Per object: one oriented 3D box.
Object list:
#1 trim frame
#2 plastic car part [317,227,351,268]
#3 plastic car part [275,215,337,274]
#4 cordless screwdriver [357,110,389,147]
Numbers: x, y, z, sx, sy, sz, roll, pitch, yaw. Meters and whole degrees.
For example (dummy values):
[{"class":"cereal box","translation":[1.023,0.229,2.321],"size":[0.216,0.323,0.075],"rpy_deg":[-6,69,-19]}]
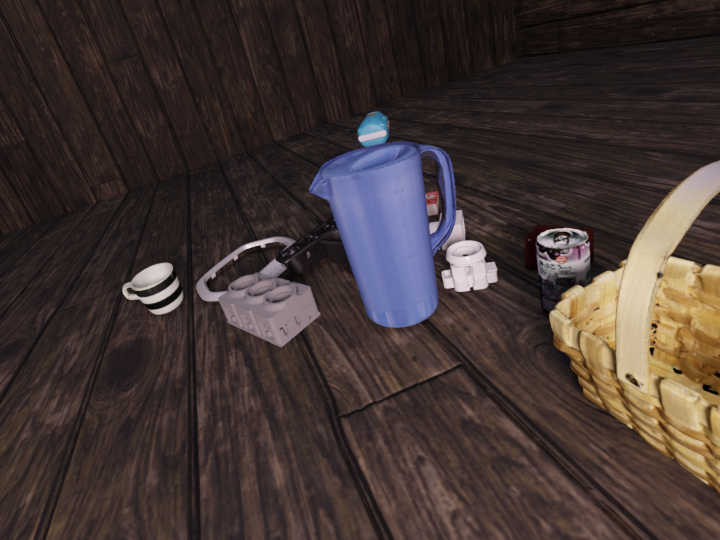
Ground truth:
[{"class":"trim frame","translation":[-0.238,-0.008,0.896],"size":[0.193,0.026,0.246],"rpy_deg":[2,33,33]},{"class":"plastic car part","translation":[-0.014,-0.038,0.778],"size":[0.122,0.068,0.065],"rpy_deg":[1,30,31]},{"class":"plastic car part","translation":[-0.083,-0.055,0.852],"size":[0.199,0.065,0.070],"rpy_deg":[-34,31,-29]},{"class":"cordless screwdriver","translation":[0.050,-0.181,0.818],"size":[0.076,0.240,0.161],"rpy_deg":[-10,26,12]}]
